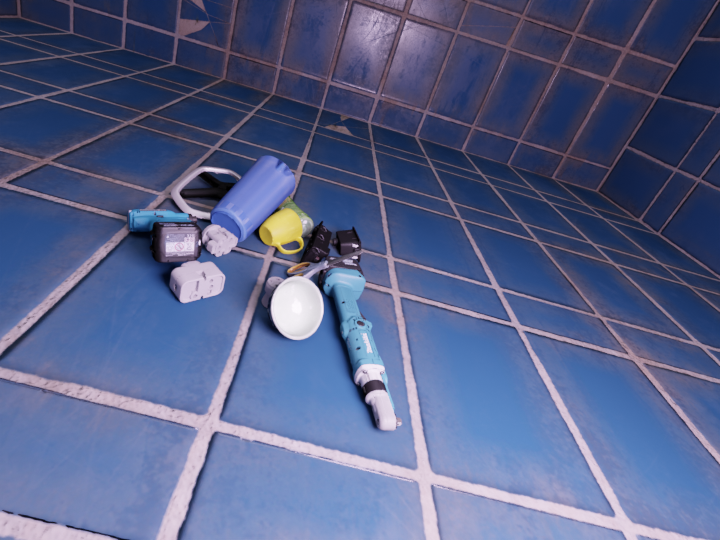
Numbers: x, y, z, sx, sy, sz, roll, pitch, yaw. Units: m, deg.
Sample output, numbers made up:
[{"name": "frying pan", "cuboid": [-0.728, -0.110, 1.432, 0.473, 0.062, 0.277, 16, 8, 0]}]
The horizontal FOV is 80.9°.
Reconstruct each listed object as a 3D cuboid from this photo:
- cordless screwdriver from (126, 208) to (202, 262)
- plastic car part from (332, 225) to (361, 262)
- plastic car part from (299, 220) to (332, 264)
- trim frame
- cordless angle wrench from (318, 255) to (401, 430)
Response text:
[{"name": "cordless screwdriver", "cuboid": [-0.410, -0.090, 0.938, 0.152, 0.073, 0.263, -6, 21, -37]}, {"name": "plastic car part", "cuboid": [-0.041, -0.077, 1.182, 0.070, 0.064, 0.121, -4, 31, -12]}, {"name": "plastic car part", "cuboid": [-0.110, -0.072, 1.125, 0.066, 0.066, 0.208, 24, 28, -13]}, {"name": "trim frame", "cuboid": [-0.421, -0.223, 1.198, 0.185, 0.027, 0.250, 22, 41, 1]}, {"name": "cordless angle wrench", "cuboid": [-0.007, 0.124, 0.844, 0.095, 0.073, 0.442, 7, 33, -20]}]
